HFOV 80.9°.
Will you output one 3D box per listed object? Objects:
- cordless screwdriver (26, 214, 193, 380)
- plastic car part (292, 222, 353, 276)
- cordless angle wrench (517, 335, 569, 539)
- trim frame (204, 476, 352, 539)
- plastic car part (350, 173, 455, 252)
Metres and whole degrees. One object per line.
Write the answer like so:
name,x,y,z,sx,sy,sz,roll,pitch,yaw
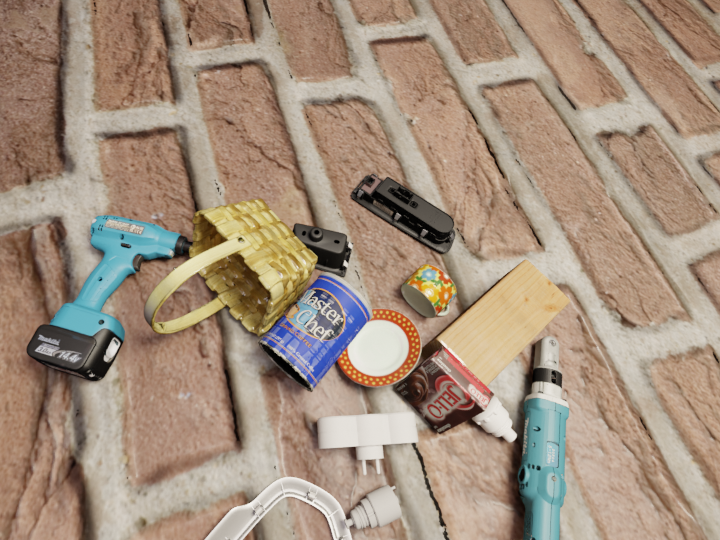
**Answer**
cordless screwdriver,-0.362,0.034,0.634,0.159,0.073,0.253,10,60,-2
plastic car part,-0.068,-0.045,0.699,0.116,0.070,0.067,17,63,-2
cordless angle wrench,0.241,0.284,0.564,0.075,0.096,0.428,17,61,2
trim frame,-0.114,0.385,0.515,0.189,0.027,0.246,40,69,14
plastic car part,0.086,-0.112,0.754,0.206,0.066,0.066,37,59,8
